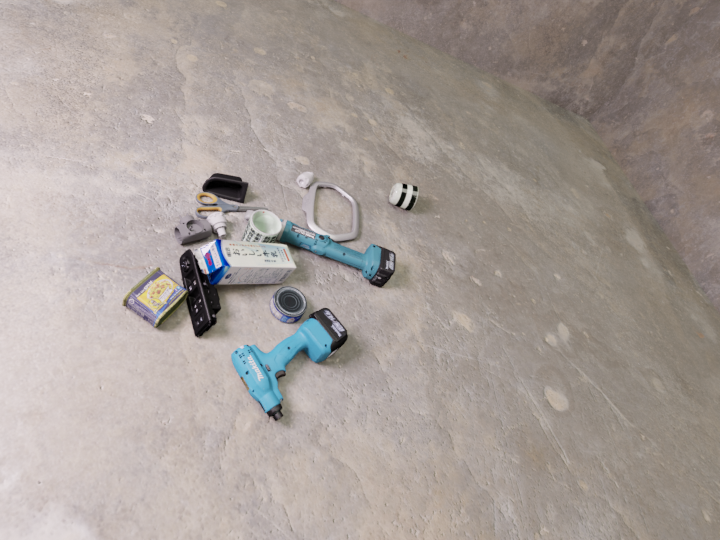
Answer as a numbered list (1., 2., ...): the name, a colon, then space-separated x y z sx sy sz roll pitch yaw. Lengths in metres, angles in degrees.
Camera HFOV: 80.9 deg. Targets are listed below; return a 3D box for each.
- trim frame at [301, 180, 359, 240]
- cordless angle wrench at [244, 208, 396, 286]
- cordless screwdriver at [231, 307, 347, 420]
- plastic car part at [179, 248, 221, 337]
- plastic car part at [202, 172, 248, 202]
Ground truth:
1. trim frame: -0.087 -0.181 1.276 0.179 0.027 0.256 15 49 -17
2. cordless angle wrench: -0.112 -0.073 1.142 0.417 0.074 0.100 20 46 -8
3. cordless screwdriver: -0.133 0.191 0.899 0.241 0.074 0.165 -25 68 -36
4. plastic car part: -0.347 0.039 0.923 0.064 0.067 0.211 -2 53 -43
5. plastic car part: -0.369 -0.238 1.158 0.113 0.065 0.073 12 34 -16
